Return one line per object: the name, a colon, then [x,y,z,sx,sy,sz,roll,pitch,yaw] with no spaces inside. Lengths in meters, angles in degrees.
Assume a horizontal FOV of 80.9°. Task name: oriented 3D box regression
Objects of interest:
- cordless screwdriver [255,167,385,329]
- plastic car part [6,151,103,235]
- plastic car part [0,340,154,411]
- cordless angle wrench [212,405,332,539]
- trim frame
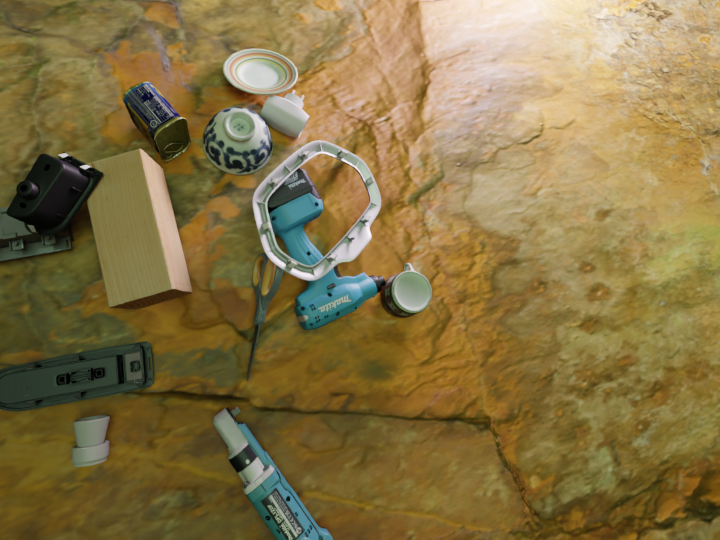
cordless screwdriver: [-0.068,-0.045,0.696,0.156,0.075,0.250,-23,87,-21]
plastic car part: [-0.406,-0.102,0.547,0.067,0.070,0.117,27,80,4]
plastic car part: [-0.394,0.148,0.575,0.199,0.068,0.067,-8,87,-13]
cordless angle wrench: [-0.079,0.377,0.588,0.096,0.074,0.427,-35,84,-20]
trim frame: [-0.058,-0.099,0.660,0.180,0.028,0.246,48,58,-13]
